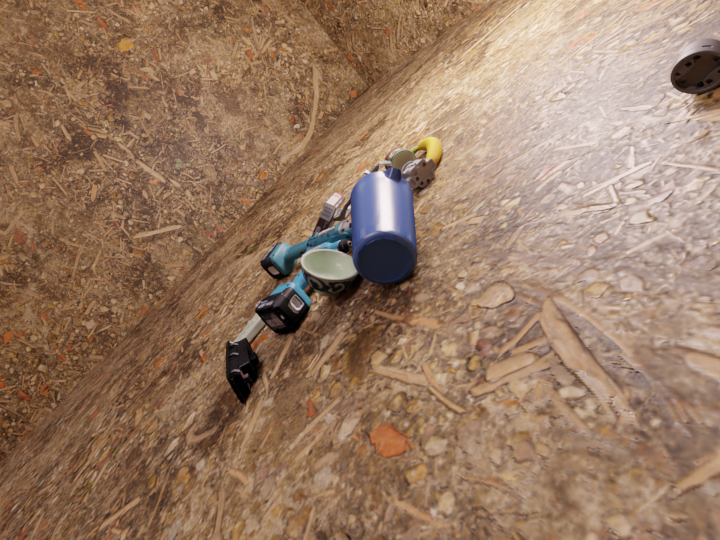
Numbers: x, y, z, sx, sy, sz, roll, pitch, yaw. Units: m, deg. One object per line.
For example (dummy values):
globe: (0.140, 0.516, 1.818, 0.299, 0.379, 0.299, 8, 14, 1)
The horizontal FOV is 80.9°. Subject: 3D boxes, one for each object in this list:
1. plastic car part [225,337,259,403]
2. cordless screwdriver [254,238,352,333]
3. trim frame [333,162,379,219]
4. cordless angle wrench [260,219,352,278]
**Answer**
plastic car part: (-0.248, 0.189, 0.883, 0.066, 0.064, 0.211, -37, 20, -11)
cordless screwdriver: (-0.118, 0.023, 0.951, 0.164, 0.072, 0.248, -21, 27, 44)
trim frame: (-0.011, -0.203, 1.127, 0.184, 0.027, 0.249, -54, 4, -3)
cordless angle wrench: (-0.108, -0.071, 1.108, 0.438, 0.072, 0.098, -18, 32, 43)
